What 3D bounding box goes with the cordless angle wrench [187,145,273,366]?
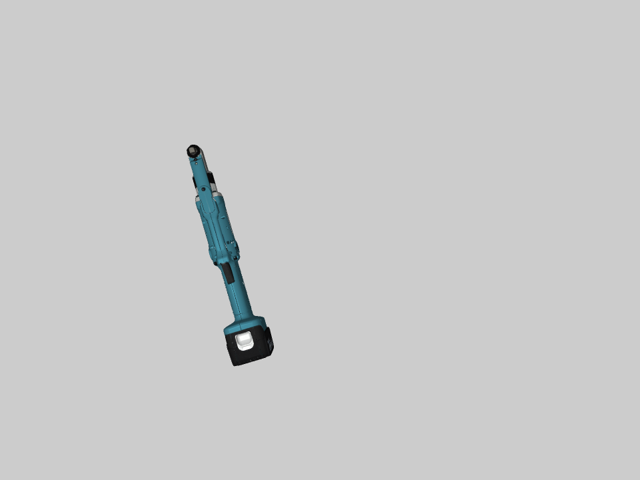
[{"bbox_3d":[-0.185,0.022,0.816,0.074,0.422,0.098,-16,-1,-1],"label":"cordless angle wrench"}]
